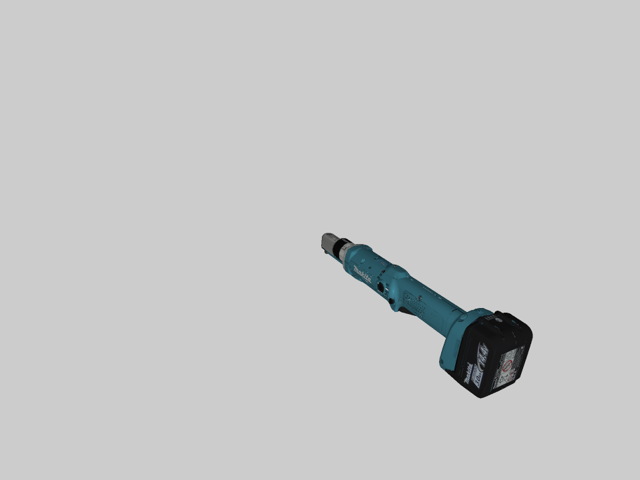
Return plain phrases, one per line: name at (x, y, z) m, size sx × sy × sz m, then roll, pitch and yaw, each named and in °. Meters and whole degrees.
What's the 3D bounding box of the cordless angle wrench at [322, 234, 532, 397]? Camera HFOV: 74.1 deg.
cordless angle wrench at (0.116, 0.072, 0.667) m, size 0.074 × 0.098 × 0.422 m, roll -9°, pitch 26°, yaw -29°
